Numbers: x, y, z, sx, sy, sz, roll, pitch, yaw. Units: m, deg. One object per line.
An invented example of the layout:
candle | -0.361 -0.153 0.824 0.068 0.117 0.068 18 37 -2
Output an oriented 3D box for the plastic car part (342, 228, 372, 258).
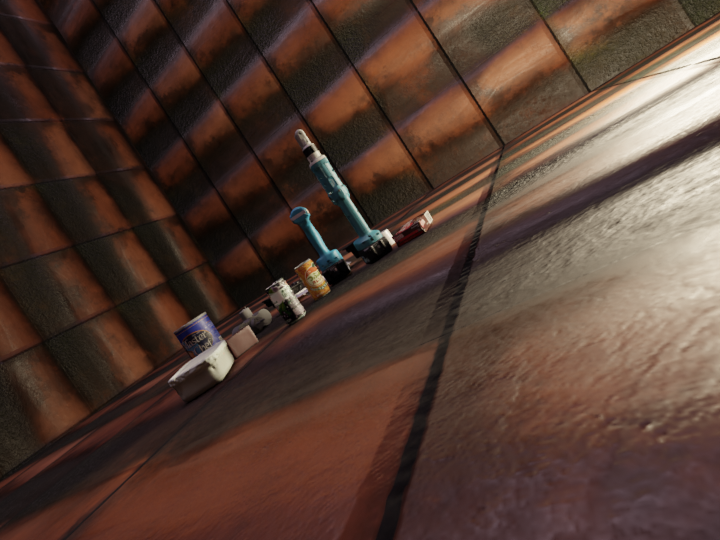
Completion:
plastic car part | 0.010 -0.078 1.382 0.119 0.071 0.064 -28 6 44

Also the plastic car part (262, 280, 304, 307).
plastic car part | -0.241 0.083 1.420 0.068 0.067 0.200 -31 6 29

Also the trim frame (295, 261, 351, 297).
trim frame | -0.125 0.034 1.393 0.243 0.027 0.189 -38 8 -37

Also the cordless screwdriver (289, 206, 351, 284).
cordless screwdriver | -0.124 -0.081 1.273 0.074 0.248 0.159 -33 2 3

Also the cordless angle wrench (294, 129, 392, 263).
cordless angle wrench | -0.062 -0.213 1.181 0.074 0.422 0.099 -33 1 -9
